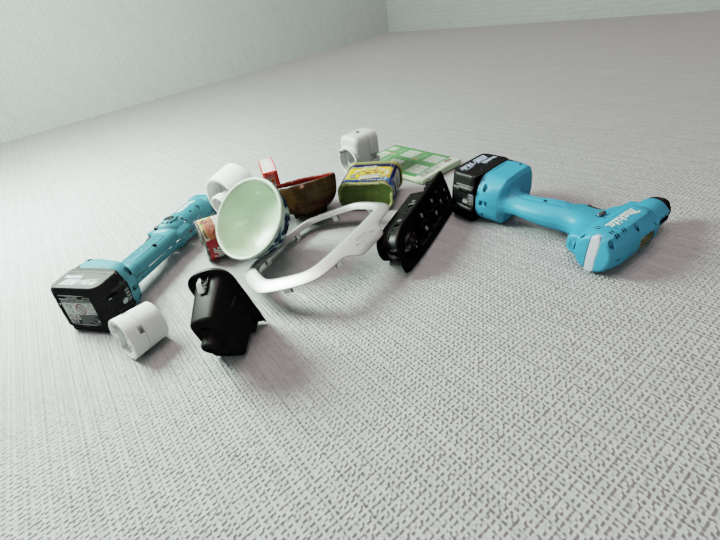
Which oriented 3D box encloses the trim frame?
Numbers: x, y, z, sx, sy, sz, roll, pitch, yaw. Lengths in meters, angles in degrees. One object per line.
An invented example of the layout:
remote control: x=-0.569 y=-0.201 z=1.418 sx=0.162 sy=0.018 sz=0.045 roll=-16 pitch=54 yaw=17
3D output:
trim frame: x=-0.059 y=-0.038 z=0.601 sx=0.193 sy=0.027 sz=0.245 roll=-3 pitch=30 yaw=39

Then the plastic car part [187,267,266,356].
plastic car part: x=-0.154 y=0.057 z=0.462 sx=0.067 sy=0.111 sz=0.073 roll=-5 pitch=57 yaw=7

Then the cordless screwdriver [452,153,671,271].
cordless screwdriver: x=0.262 y=-0.096 z=0.581 sx=0.156 sy=0.071 sz=0.263 roll=-28 pitch=40 yaw=-24

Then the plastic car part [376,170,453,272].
plastic car part: x=0.077 y=-0.073 z=0.612 sx=0.070 sy=0.064 sz=0.202 roll=-3 pitch=33 yaw=30

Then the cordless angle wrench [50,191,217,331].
cordless angle wrench: x=-0.320 y=-0.064 z=0.721 sx=0.100 sy=0.072 sz=0.426 roll=-1 pitch=33 yaw=14
